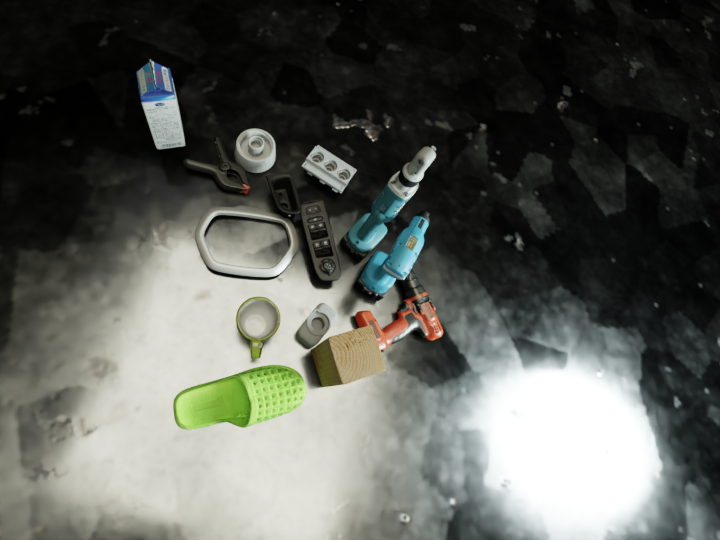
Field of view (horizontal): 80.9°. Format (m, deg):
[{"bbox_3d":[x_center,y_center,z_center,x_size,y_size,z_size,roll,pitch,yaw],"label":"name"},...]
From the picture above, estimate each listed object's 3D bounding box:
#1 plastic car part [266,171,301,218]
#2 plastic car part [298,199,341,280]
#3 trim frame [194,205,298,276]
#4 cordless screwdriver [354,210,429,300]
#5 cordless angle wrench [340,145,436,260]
[{"bbox_3d":[-0.190,-0.176,1.049,0.064,0.071,0.119,-14,74,-18],"label":"plastic car part"},{"bbox_3d":[-0.100,-0.066,1.027,0.065,0.067,0.208,-11,73,-17],"label":"plastic car part"},{"bbox_3d":[-0.272,-0.075,1.018,0.245,0.027,0.188,5,69,-9],"label":"trim frame"},{"bbox_3d":[0.074,-0.029,0.948,0.074,0.249,0.159,32,67,-4],"label":"cordless screwdriver"},{"bbox_3d":[0.053,-0.132,0.889,0.075,0.423,0.097,44,67,1],"label":"cordless angle wrench"}]
